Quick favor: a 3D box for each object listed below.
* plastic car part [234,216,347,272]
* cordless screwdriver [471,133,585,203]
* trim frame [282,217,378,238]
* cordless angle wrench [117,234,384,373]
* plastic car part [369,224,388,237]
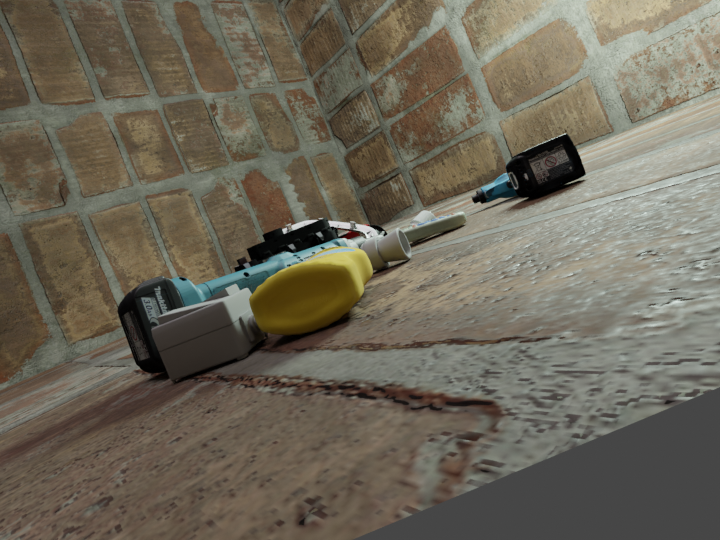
[{"bbox_3d":[-0.118,-0.039,0.690,0.197,0.067,0.068,-22,-3,-28],"label":"plastic car part"},{"bbox_3d":[0.291,-0.166,0.774,0.162,0.074,0.244,-22,1,13],"label":"cordless screwdriver"},{"bbox_3d":[-0.080,-0.053,0.822,0.260,0.026,0.183,11,40,27],"label":"trim frame"},{"bbox_3d":[-0.099,0.008,0.581,0.408,0.098,0.076,-23,-1,-43],"label":"cordless angle wrench"},{"bbox_3d":[0.007,-0.071,1.079,0.120,0.064,0.071,-17,20,26],"label":"plastic car part"}]
